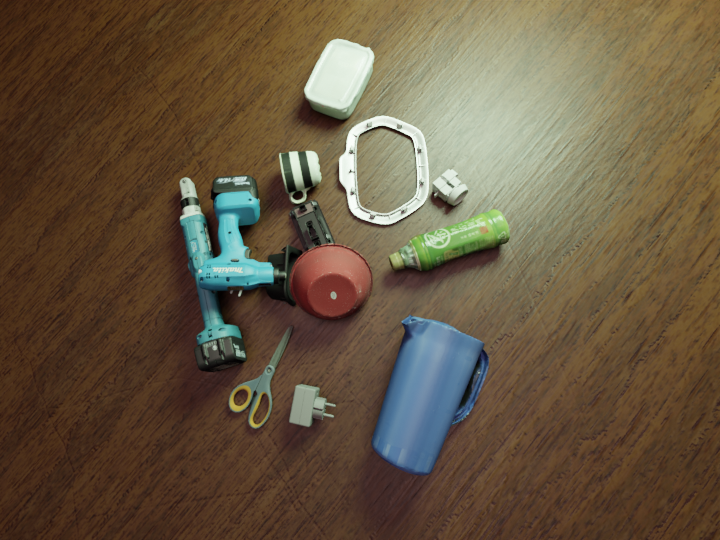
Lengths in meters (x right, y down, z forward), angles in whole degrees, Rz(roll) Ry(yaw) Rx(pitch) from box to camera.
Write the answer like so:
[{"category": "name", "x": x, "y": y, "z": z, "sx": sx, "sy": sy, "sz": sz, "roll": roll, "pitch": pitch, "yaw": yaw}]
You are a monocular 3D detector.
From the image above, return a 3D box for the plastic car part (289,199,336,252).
[{"category": "plastic car part", "x": -0.084, "y": -0.055, "z": 0.859, "sx": 0.066, "sy": 0.066, "sz": 0.208, "roll": -22, "pitch": 76, "yaw": -6}]

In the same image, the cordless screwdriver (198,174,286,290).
[{"category": "cordless screwdriver", "x": -0.230, "y": -0.075, "z": 0.843, "sx": 0.158, "sy": 0.072, "sz": 0.257, "roll": -2, "pitch": 58, "yaw": -6}]

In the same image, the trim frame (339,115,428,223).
[{"category": "trim frame", "x": 0.048, "y": -0.217, "z": 0.894, "sx": 0.187, "sy": 0.027, "sz": 0.252, "roll": -3, "pitch": 77, "yaw": 10}]

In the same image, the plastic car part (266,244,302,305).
[{"category": "plastic car part", "x": -0.164, "y": 0.011, "z": 0.858, "sx": 0.074, "sy": 0.063, "sz": 0.117, "roll": 2, "pitch": 79, "yaw": 23}]

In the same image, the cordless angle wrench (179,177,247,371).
[{"category": "cordless angle wrench", "x": -0.325, "y": -0.011, "z": 0.873, "sx": 0.074, "sy": 0.095, "sz": 0.435, "roll": -19, "pitch": 70, "yaw": -2}]
